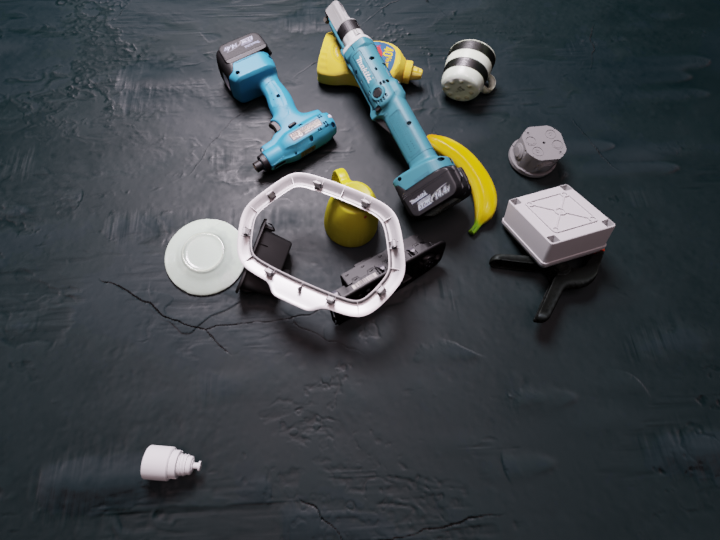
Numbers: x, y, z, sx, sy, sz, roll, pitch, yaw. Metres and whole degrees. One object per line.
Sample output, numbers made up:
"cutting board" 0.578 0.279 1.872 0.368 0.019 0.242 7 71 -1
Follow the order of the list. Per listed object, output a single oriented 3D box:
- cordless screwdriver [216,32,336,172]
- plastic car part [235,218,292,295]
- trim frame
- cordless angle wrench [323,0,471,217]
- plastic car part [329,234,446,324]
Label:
"cordless screwdriver" -0.175 -0.294 0.753 0.158 0.073 0.255 -35 76 -13
"plastic car part" -0.141 -0.009 0.650 0.070 0.066 0.118 18 73 -11
"trim frame" -0.058 -0.038 0.592 0.253 0.027 0.184 24 84 10
"cordless angle wrench" 0.040 -0.288 0.708 0.100 0.071 0.433 -34 74 32
"plastic car part" 0.036 0.005 0.643 0.201 0.063 0.071 -26 47 -9
